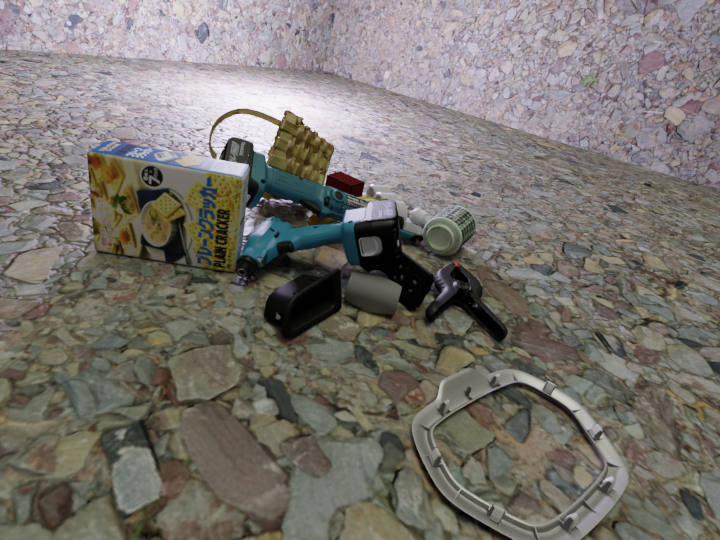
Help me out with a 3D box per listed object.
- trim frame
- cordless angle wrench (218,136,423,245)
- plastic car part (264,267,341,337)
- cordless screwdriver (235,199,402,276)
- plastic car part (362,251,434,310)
[{"bbox_3d":[0.170,0.180,0.455,0.239,0.027,0.195,-14,37,-33],"label":"trim frame"},{"bbox_3d":[-0.055,-0.123,0.779,0.406,0.075,0.100,15,58,-24],"label":"cordless angle wrench"},{"bbox_3d":[-0.087,0.039,0.585,0.075,0.064,0.113,16,30,38],"label":"plastic car part"},{"bbox_3d":[-0.064,-0.042,0.653,0.255,0.072,0.160,-4,28,15],"label":"cordless screwdriver"},{"bbox_3d":[0.051,-0.017,0.717,0.064,0.066,0.215,-1,30,-42],"label":"plastic car part"}]
